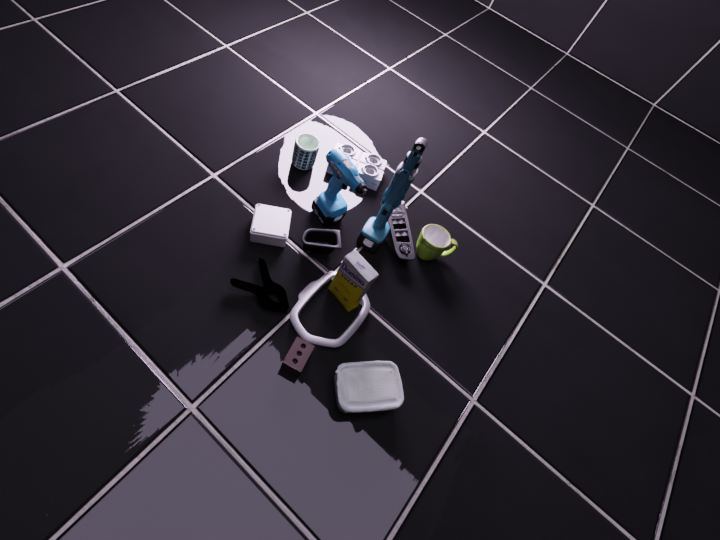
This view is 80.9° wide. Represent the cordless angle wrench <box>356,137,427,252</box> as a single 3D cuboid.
[{"bbox_3d":[0.089,-0.199,1.153,0.075,0.419,0.098,31,56,2],"label":"cordless angle wrench"}]

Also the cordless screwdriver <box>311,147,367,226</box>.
[{"bbox_3d":[-0.060,-0.219,1.236,0.072,0.246,0.165,-25,69,-29],"label":"cordless screwdriver"}]

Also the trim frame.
[{"bbox_3d":[-0.081,0.101,1.155,0.188,0.027,0.246,35,57,10],"label":"trim frame"}]

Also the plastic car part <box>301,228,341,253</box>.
[{"bbox_3d":[-0.121,-0.079,1.237,0.114,0.070,0.068,3,58,-13],"label":"plastic car part"}]

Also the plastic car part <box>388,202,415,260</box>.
[{"bbox_3d":[0.119,-0.112,1.316,0.065,0.066,0.210,-1,58,-16],"label":"plastic car part"}]
